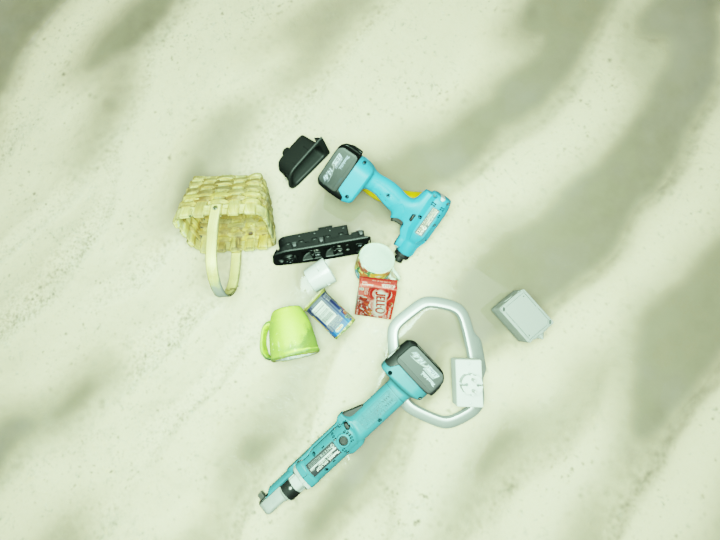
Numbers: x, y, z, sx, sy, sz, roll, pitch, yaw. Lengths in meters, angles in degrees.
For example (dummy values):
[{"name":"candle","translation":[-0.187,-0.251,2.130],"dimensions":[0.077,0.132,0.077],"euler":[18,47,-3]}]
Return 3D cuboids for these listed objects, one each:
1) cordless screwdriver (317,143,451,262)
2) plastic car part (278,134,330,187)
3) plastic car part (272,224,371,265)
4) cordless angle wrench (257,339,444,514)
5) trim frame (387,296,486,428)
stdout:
[{"name":"cordless screwdriver","translation":[0.031,-0.132,0.832],"dimensions":[0.248,0.074,0.159],"euler":[31,111,-1]},{"name":"plastic car part","translation":[-0.132,-0.241,0.899],"dimensions":[0.116,0.063,0.074],"euler":[-44,68,-1]},{"name":"plastic car part","translation":[-0.084,-0.055,0.858],"dimensions":[0.203,0.064,0.069],"euler":[-14,72,1]},{"name":"cordless angle wrench","translation":[-0.028,0.303,0.781],"dimensions":[0.423,0.073,0.100],"euler":[-44,80,3]},{"name":"trim frame","translation":[0.149,0.175,0.821],"dimensions":[0.185,0.027,0.252],"euler":[-9,78,3]}]
